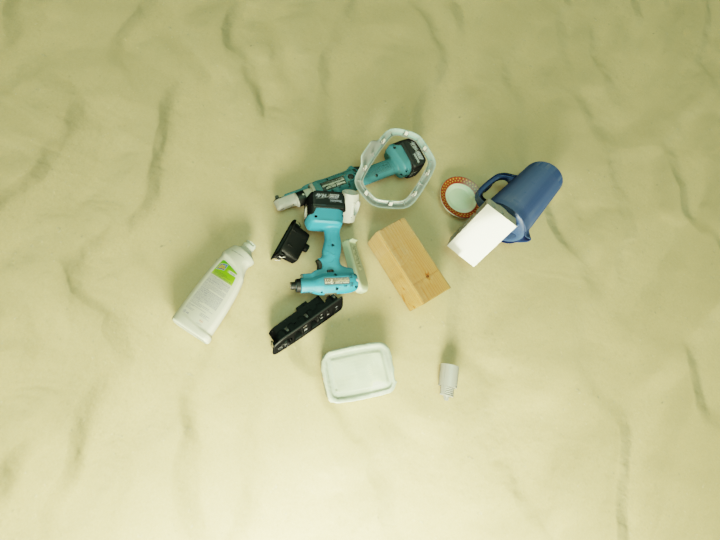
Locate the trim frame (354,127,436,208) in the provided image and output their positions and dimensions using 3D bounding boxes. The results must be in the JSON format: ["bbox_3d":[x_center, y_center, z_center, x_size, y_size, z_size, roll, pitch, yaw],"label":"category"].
[{"bbox_3d":[0.091,-0.268,1.102,0.186,0.027,0.248,32,75,6],"label":"trim frame"}]

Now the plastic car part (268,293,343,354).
[{"bbox_3d":[-0.134,0.116,0.988,0.200,0.065,0.069,-39,74,-19],"label":"plastic car part"}]

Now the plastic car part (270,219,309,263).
[{"bbox_3d":[-0.163,-0.065,1.052,0.069,0.067,0.117,35,64,-16],"label":"plastic car part"}]

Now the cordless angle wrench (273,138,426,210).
[{"bbox_3d":[-0.030,-0.241,1.127,0.416,0.074,0.100,-23,78,-14],"label":"cordless angle wrench"}]

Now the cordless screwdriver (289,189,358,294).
[{"bbox_3d":[-0.099,-0.065,1.011,0.155,0.075,0.254,-3,74,-16],"label":"cordless screwdriver"}]
